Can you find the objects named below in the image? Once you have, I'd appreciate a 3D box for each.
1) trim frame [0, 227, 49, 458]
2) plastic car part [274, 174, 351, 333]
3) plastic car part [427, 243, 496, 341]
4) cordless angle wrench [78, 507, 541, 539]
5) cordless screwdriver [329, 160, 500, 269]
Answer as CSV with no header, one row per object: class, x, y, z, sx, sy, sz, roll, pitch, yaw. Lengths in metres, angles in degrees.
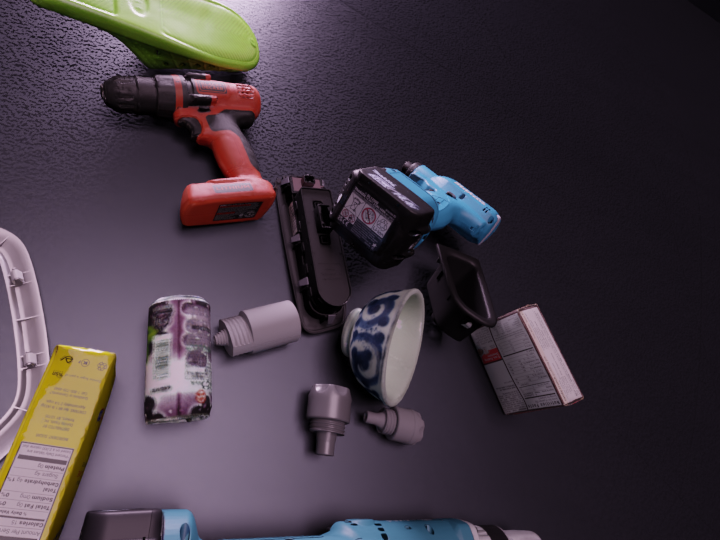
trim frame,-0.346,0.056,0.317,0.178,0.028,0.255,-13,72,-30
plastic car part,-0.048,-0.031,0.490,0.063,0.068,0.208,4,65,-34
plastic car part,0.114,0.035,0.522,0.064,0.071,0.120,19,42,-16
cordless angle wrench,-0.002,0.237,0.348,0.407,0.099,0.076,13,57,-24
cordless screwdriver,0.061,-0.088,0.524,0.166,0.074,0.239,45,33,24
